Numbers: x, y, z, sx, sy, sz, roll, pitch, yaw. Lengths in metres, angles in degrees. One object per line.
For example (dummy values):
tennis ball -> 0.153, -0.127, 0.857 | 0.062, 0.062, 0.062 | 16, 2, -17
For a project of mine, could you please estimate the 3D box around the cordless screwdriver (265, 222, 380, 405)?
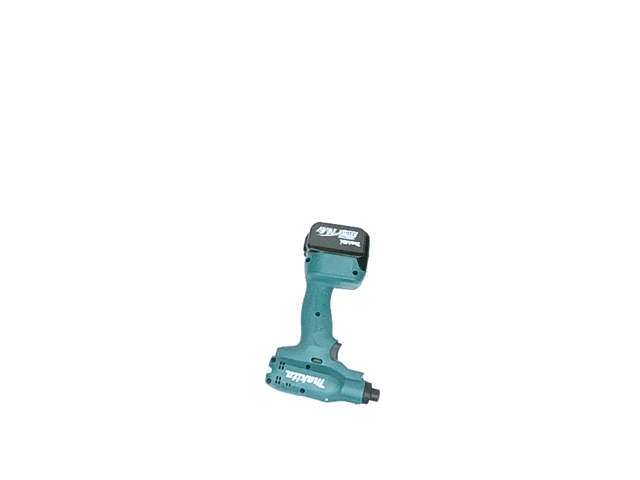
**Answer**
cordless screwdriver -> 0.027, 0.106, 0.616 | 0.159, 0.248, 0.074 | 13, -15, 3
